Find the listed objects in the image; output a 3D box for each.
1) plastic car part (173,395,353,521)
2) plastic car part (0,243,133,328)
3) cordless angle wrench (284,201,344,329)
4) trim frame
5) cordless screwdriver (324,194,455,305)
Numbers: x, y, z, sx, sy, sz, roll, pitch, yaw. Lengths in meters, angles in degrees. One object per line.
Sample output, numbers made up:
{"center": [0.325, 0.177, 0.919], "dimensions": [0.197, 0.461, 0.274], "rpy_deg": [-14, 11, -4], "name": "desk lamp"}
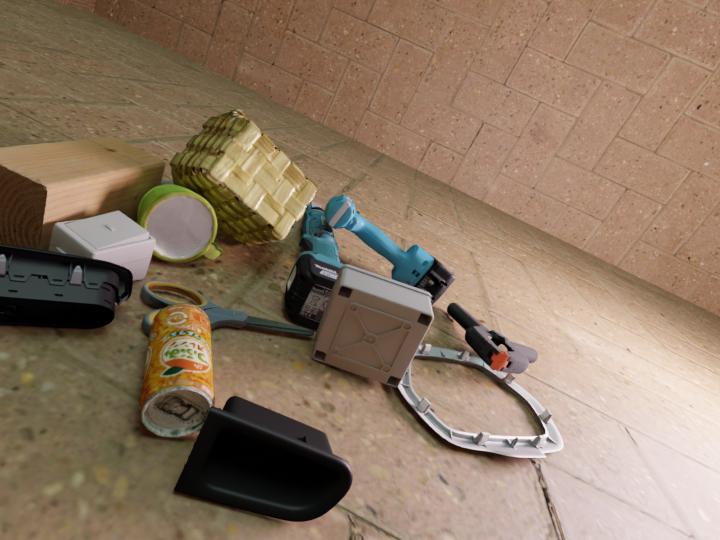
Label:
{"center": [-0.071, 0.136, 0.325], "dimensions": [0.113, 0.066, 0.073], "rpy_deg": [23, 7, -15], "name": "plastic car part"}
{"center": [-0.293, 0.014, 0.350], "dimensions": [0.193, 0.066, 0.070], "rpy_deg": [7, 39, -38], "name": "plastic car part"}
{"center": [-0.070, -0.046, 0.716], "dimensions": [0.095, 0.074, 0.436], "rpy_deg": [20, 20, -16], "name": "cordless angle wrench"}
{"center": [0.149, 0.160, 0.538], "dimensions": [0.238, 0.027, 0.193], "rpy_deg": [15, 25, -28], "name": "trim frame"}
{"center": [0.042, -0.047, 0.752], "dimensions": [0.247, 0.074, 0.160], "rpy_deg": [38, 10, -5], "name": "cordless screwdriver"}
